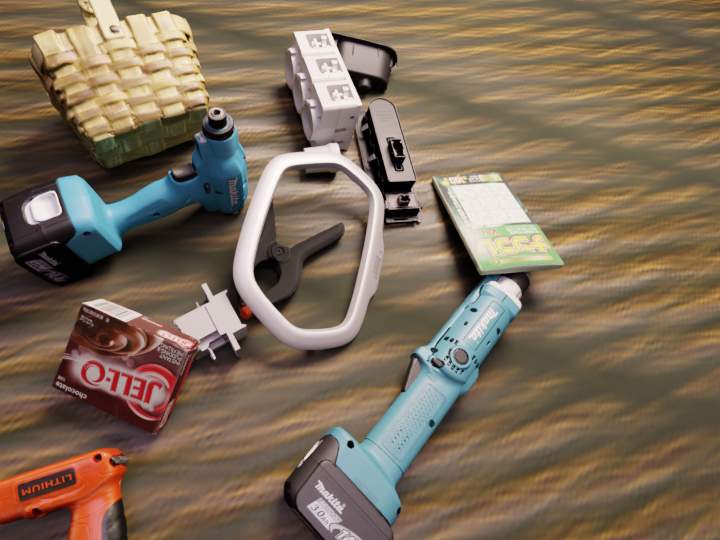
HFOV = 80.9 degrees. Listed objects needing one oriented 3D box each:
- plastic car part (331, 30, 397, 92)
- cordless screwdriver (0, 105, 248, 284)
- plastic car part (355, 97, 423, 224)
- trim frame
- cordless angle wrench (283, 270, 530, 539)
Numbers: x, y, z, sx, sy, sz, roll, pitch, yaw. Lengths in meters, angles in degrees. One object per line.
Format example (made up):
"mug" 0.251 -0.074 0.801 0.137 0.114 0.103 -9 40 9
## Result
"plastic car part" 0.001 -0.319 0.671 0.115 0.066 0.071 11 78 -8
"cordless screwdriver" -0.239 -0.083 0.451 0.244 0.157 0.077 -25 73 -19
"plastic car part" 0.037 -0.165 0.594 0.066 0.065 0.210 -9 62 -8
"trim frame" -0.048 -0.032 0.496 0.178 0.028 0.252 20 66 -20
"cordless angle wrench" 0.095 0.101 0.462 0.100 0.074 0.418 41 62 10
